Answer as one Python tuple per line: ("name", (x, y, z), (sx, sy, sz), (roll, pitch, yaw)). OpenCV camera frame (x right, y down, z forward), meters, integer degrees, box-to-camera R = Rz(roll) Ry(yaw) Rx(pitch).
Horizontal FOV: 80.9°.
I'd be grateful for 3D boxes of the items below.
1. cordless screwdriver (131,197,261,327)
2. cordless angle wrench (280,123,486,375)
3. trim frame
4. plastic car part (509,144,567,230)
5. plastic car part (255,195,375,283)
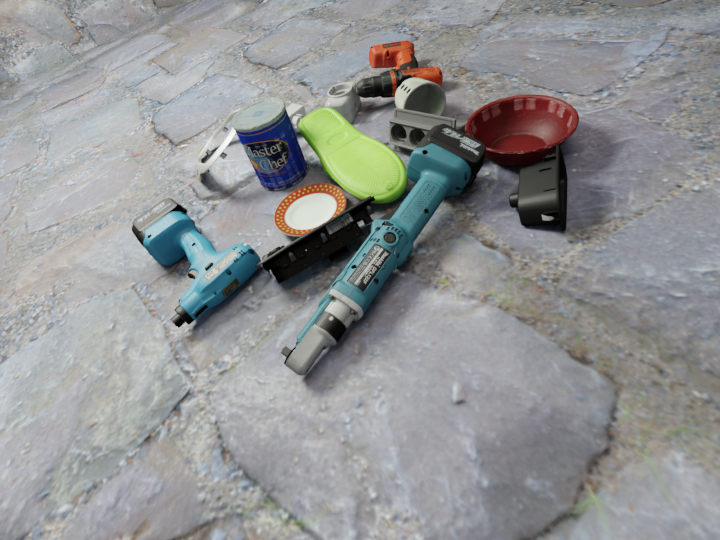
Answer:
("cordless screwdriver", (-0.297, -0.018, 0.702), (0.262, 0.071, 0.158), (29, 64, 33))
("cordless angle wrench", (0.037, -0.035, 0.587), (0.101, 0.072, 0.421), (31, 68, 13))
("trim frame", (-0.297, -0.271, 0.896), (0.184, 0.026, 0.261), (-55, 32, -3))
("plastic car part", (0.248, -0.108, 0.592), (0.074, 0.062, 0.117), (-3, 50, 37))
("plastic car part", (-0.063, -0.041, 0.640), (0.201, 0.066, 0.068), (-27, 11, -8))
